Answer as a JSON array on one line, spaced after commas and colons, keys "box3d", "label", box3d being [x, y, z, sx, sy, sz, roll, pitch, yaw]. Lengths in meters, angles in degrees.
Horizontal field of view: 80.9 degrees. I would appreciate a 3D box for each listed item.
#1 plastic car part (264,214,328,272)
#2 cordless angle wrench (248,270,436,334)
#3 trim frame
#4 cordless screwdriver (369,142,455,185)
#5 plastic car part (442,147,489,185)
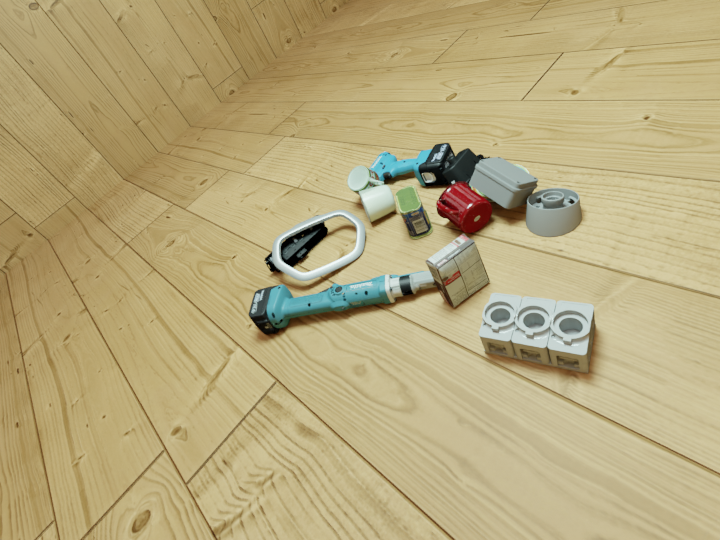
[{"box3d": [-0.160, -0.069, 1.124, 0.071, 0.063, 0.202, 29, 67, 37], "label": "plastic car part"}, {"box3d": [-0.039, 0.057, 0.914, 0.434, 0.071, 0.100, -12, 43, 20], "label": "cordless angle wrench"}, {"box3d": [-0.104, -0.068, 1.066, 0.247, 0.026, 0.193, -27, 57, -5], "label": "trim frame"}, {"box3d": [0.120, -0.261, 1.133, 0.262, 0.071, 0.159, 7, 54, 42], "label": "cordless screwdriver"}, {"box3d": [0.245, -0.254, 1.031, 0.116, 0.069, 0.068, -47, 13, -21], "label": "plastic car part"}]
